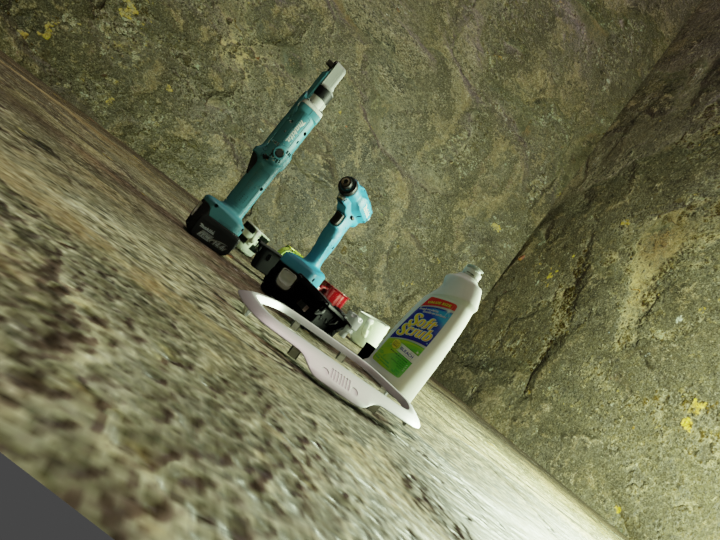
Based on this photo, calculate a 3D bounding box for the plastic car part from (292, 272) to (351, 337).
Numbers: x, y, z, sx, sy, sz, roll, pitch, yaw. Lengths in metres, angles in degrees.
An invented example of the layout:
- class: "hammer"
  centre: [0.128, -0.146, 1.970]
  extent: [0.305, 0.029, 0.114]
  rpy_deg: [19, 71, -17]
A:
- class: "plastic car part"
  centre: [-0.060, 0.071, 0.670]
  extent: [0.069, 0.067, 0.195]
  rpy_deg: [36, -4, 20]

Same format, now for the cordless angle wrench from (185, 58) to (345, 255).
- class: "cordless angle wrench"
  centre: [-0.162, -0.221, 0.794]
  extent: [0.094, 0.422, 0.078]
  rpy_deg: [39, -4, -26]

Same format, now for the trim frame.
- class: "trim frame"
  centre: [-0.037, 0.096, 0.476]
  extent: [0.245, 0.027, 0.187]
  rpy_deg: [38, -4, -9]

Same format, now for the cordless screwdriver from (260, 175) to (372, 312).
- class: "cordless screwdriver"
  centre: [-0.072, -0.047, 0.735]
  extent: [0.077, 0.248, 0.154]
  rpy_deg: [36, -4, 14]

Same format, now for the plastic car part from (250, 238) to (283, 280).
- class: "plastic car part"
  centre: [-0.184, -0.007, 0.888]
  extent: [0.113, 0.071, 0.068]
  rpy_deg: [38, -4, -15]
